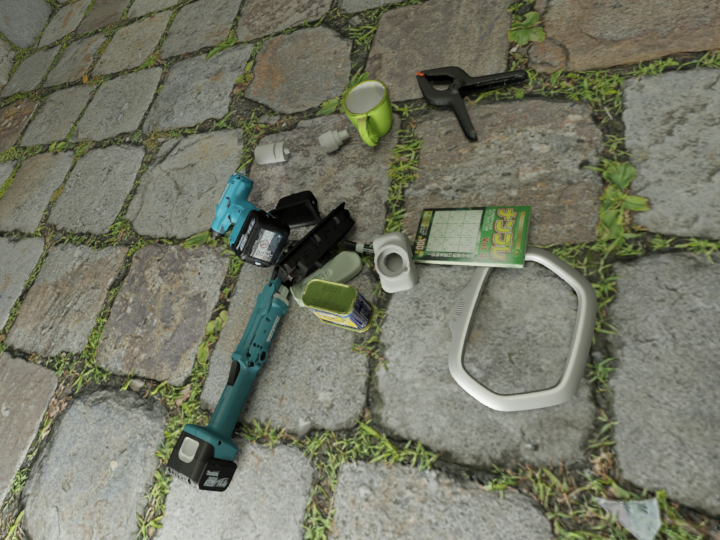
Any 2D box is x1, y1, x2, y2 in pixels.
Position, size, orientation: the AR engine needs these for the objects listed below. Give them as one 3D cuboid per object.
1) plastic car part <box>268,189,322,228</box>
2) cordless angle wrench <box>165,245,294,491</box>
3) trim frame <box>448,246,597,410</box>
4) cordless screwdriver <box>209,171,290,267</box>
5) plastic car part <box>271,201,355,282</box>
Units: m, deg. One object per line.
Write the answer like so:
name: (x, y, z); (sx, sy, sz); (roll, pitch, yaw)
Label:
plastic car part: (-0.135, -0.131, 0.871); (0.121, 0.062, 0.072); (-7, 48, 25)
cordless angle wrench: (-0.193, 0.145, 0.740); (0.078, 0.093, 0.427); (7, 64, 26)
trim frame: (0.225, 0.077, 0.609); (0.193, 0.026, 0.250); (13, 73, 29)
cordless screwdriver: (-0.241, -0.087, 0.851); (0.159, 0.070, 0.263); (-59, 41, 14)
plastic car part: (-0.075, -0.049, 0.769); (0.069, 0.065, 0.202); (33, 62, 10)
